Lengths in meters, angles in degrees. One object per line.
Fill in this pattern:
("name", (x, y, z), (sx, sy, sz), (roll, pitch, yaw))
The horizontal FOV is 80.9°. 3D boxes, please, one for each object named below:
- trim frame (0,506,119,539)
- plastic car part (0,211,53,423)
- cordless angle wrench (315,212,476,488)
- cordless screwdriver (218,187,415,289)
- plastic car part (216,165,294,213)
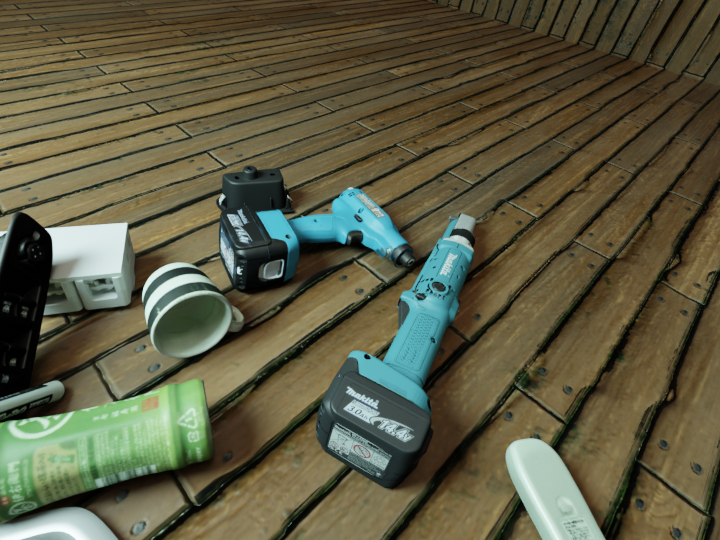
("trim frame", (-0.254, 0.261, 0.253), (0.241, 0.027, 0.194), (-13, 45, -23))
("plastic car part", (-0.339, 0.045, 0.396), (0.068, 0.064, 0.207), (-5, 69, 11))
("cordless angle wrench", (0.085, 0.039, 0.514), (0.101, 0.073, 0.420), (22, 42, 13))
("cordless screwdriver", (-0.056, -0.037, 0.572), (0.241, 0.073, 0.168), (-17, 48, -30))
("plastic car part", (-0.164, -0.128, 0.655), (0.113, 0.069, 0.069), (-6, 43, -20))
